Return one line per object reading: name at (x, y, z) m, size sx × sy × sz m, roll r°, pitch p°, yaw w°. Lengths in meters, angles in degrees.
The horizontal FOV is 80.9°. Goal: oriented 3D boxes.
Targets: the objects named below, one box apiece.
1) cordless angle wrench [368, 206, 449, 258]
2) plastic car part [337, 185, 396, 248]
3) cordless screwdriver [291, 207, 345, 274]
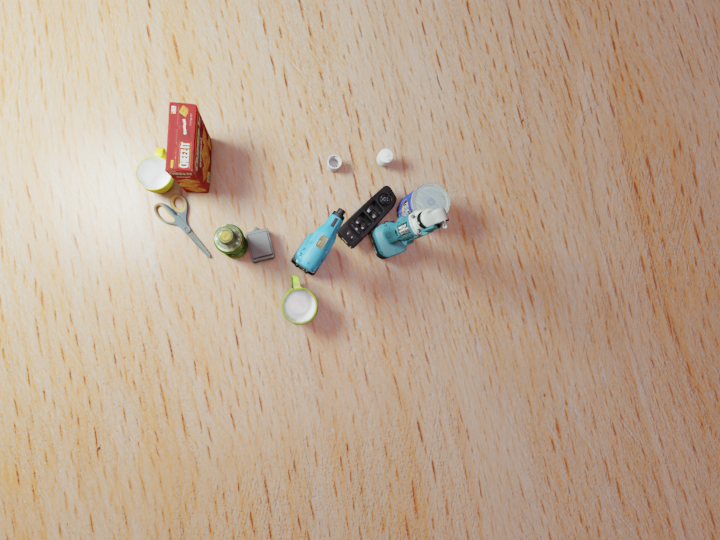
cordless angle wrench at (0.108, -0.094, 0.987) m, size 0.073 × 0.427 × 0.098 m, roll -20°, pitch 91°, yaw -12°
plastic car part at (0.020, -0.148, 1.164) m, size 0.066 × 0.067 × 0.202 m, roll 45°, pitch 81°, yaw -3°
cordless screwdriver at (-0.103, -0.067, 1.050) m, size 0.074 × 0.251 × 0.159 m, roll 33°, pitch 81°, yaw -7°
